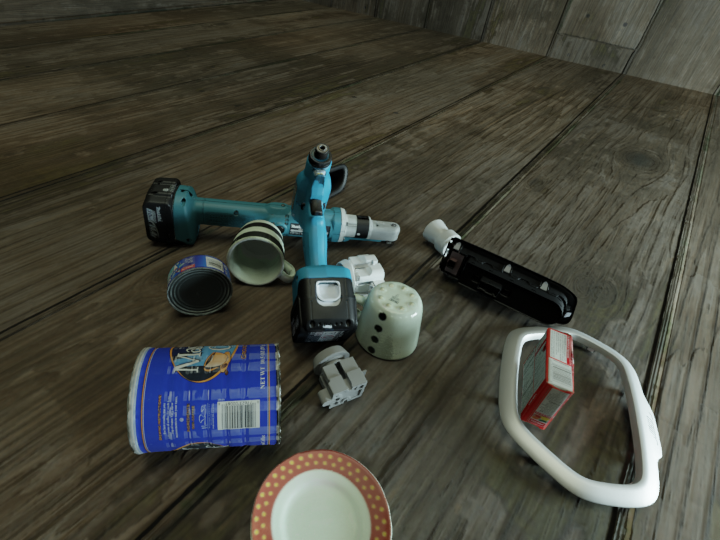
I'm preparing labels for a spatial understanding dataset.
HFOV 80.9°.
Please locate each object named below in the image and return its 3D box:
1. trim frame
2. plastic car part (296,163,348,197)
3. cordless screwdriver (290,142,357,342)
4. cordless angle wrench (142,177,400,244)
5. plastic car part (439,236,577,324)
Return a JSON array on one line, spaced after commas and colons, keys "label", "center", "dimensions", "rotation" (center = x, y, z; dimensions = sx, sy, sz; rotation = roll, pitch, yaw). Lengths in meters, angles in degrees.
[{"label": "trim frame", "center": [0.265, 0.159, 0.518], "dimensions": [0.189, 0.027, 0.248], "rotation": [16, 39, 13]}, {"label": "plastic car part", "center": [-0.086, -0.184, 0.869], "dimensions": [0.075, 0.064, 0.114], "rotation": [16, 35, 33]}, {"label": "cordless screwdriver", "center": [-0.056, -0.037, 0.571], "dimensions": [0.073, 0.157, 0.257], "rotation": [0, 61, -15]}, {"label": "cordless angle wrench", "center": [-0.139, -0.085, 0.718], "dimensions": [0.418, 0.096, 0.077], "rotation": [4, 43, -7]}, {"label": "plastic car part", "center": [0.218, 0.021, 0.635], "dimensions": [0.210, 0.065, 0.065], "rotation": [26, 24, 19]}]
